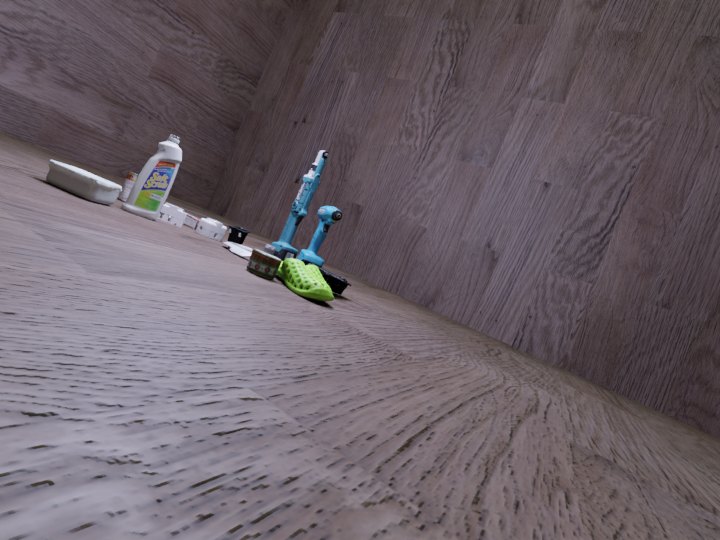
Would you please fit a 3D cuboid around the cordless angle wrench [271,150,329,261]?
[{"bbox_3d":[-0.206,-0.214,1.446,0.070,0.423,0.104,22,0,-45],"label":"cordless angle wrench"}]

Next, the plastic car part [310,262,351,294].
[{"bbox_3d":[-0.085,0.035,1.231,0.069,0.067,0.194,23,1,25],"label":"plastic car part"}]

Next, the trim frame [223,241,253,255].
[{"bbox_3d":[-0.316,-0.042,1.303,0.262,0.027,0.175,24,2,33],"label":"trim frame"}]

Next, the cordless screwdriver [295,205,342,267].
[{"bbox_3d":[-0.130,-0.085,1.330,0.072,0.248,0.165,23,1,-22],"label":"cordless screwdriver"}]

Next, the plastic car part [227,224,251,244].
[{"bbox_3d":[-0.423,-0.115,1.458,0.066,0.071,0.116,23,1,0],"label":"plastic car part"}]
